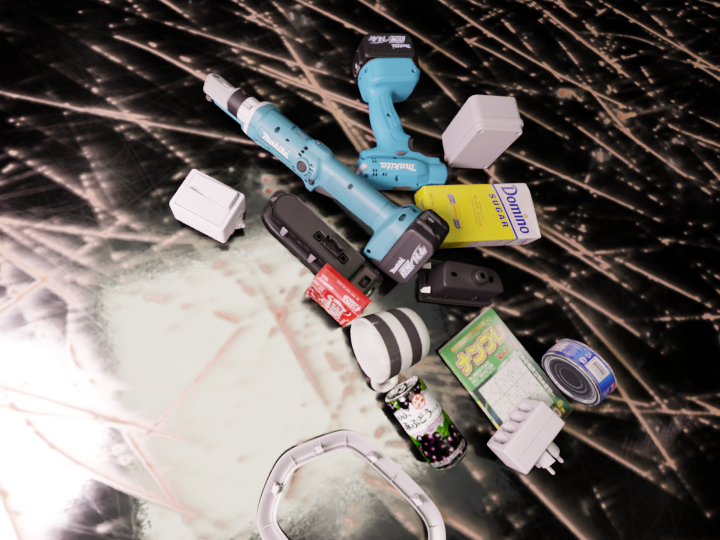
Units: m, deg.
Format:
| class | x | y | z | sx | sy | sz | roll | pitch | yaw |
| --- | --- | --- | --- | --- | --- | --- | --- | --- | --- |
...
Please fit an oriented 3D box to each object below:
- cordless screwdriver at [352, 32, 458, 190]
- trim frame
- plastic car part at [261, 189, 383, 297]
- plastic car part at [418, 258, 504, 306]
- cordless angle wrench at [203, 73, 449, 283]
| class | x | y | z | sx | sy | sz | roll | pitch | yaw |
| --- | --- | --- | --- | --- | --- | --- | --- | --- | --- |
| cordless screwdriver | 0.067 | -0.245 | 0.670 | 0.156 | 0.074 | 0.252 | -1 | 77 | -11 |
| trim frame | -0.006 | 0.315 | 0.503 | 0.250 | 0.027 | 0.183 | 43 | 72 | 4 |
| plastic car part | -0.058 | -0.038 | 0.590 | 0.206 | 0.066 | 0.066 | 42 | 81 | 7 |
| plastic car part | 0.149 | 0.014 | 0.601 | 0.116 | 0.070 | 0.067 | 8 | 74 | -5 |
| cordless angle wrench | -0.070 | -0.154 | 0.608 | 0.431 | 0.098 | 0.073 | 40 | 40 | 9 |
